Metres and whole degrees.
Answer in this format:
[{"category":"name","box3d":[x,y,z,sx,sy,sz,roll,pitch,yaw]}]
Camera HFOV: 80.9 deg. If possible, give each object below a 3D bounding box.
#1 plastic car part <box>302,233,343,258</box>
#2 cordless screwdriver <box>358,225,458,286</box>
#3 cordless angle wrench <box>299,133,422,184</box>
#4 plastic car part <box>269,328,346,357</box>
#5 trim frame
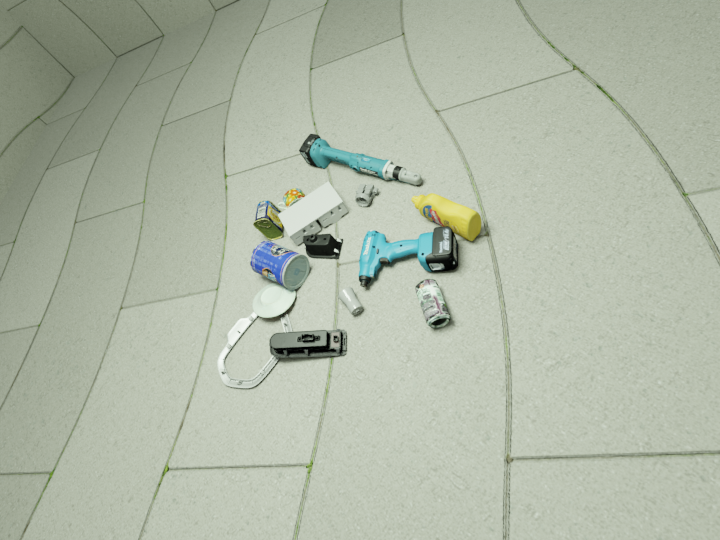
[{"category":"plastic car part","box3d":[-0.118,-0.077,1.207,0.121,0.067,0.067,2,59,23]},{"category":"cordless screwdriver","box3d":[0.112,-0.030,1.066,0.259,0.070,0.161,-1,60,29]},{"category":"cordless angle wrench","box3d":[-0.004,-0.333,1.307,0.446,0.093,0.074,24,75,32]},{"category":"plastic car part","box3d":[-0.140,0.179,1.047,0.208,0.064,0.068,-7,66,16]},{"category":"trim frame","box3d":[-0.287,0.199,1.138,0.195,0.026,0.248,29,77,37]}]
